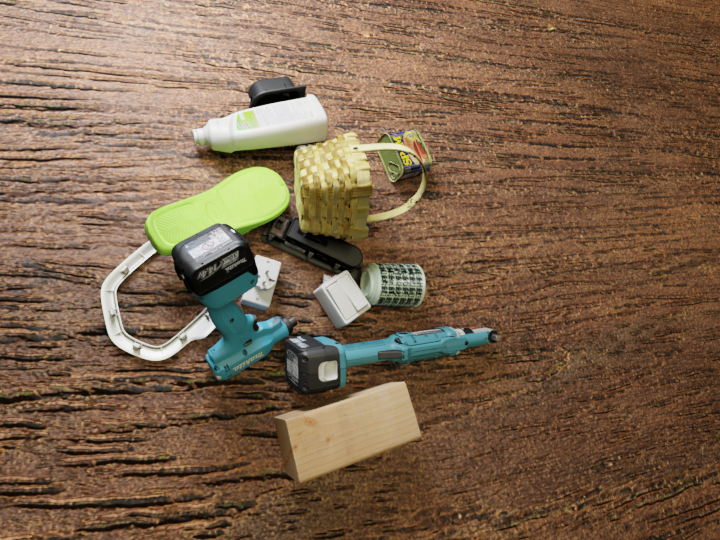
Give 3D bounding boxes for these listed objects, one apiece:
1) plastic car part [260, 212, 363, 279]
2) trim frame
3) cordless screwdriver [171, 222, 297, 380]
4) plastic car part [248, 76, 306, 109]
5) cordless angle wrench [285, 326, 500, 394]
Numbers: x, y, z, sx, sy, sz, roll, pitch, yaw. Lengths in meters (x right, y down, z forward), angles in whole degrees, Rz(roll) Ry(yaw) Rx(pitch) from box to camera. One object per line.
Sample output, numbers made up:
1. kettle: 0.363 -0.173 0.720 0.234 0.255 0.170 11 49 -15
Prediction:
1. plastic car part: -0.077 -0.050 0.785 0.199 0.068 0.067 27 59 -11
2. trim frame: -0.304 0.028 0.701 0.184 0.028 0.246 44 63 -1
3. cordless screwdriver: -0.177 0.046 0.637 0.156 0.240 0.079 -28 45 -27
4. plastic car part: -0.178 -0.363 0.862 0.114 0.065 0.074 -12 63 -19
5. cordless angle wrench: 0.076 0.140 0.757 0.408 0.102 0.074 -4 95 -24
